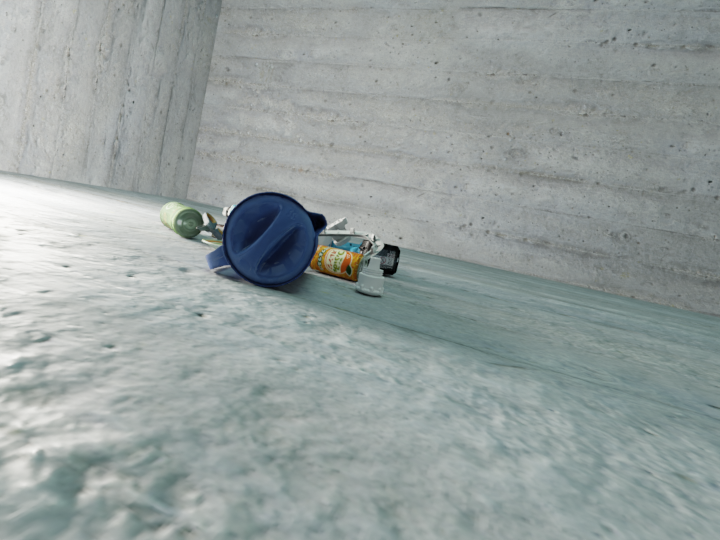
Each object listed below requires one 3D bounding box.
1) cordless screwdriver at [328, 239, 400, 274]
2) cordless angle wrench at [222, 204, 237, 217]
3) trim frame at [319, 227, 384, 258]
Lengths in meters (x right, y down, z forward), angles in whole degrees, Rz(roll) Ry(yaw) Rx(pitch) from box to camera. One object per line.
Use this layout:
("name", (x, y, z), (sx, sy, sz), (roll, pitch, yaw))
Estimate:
("cordless screwdriver", (0.026, -0.039, 1.122), (0.153, 0.074, 0.258), (9, 3, -23))
("cordless angle wrench", (-0.271, -0.132, 1.068), (0.093, 0.074, 0.445), (13, 3, -36))
("trim frame", (-0.071, -0.059, 0.969), (0.255, 0.027, 0.184), (3, 29, 15))
